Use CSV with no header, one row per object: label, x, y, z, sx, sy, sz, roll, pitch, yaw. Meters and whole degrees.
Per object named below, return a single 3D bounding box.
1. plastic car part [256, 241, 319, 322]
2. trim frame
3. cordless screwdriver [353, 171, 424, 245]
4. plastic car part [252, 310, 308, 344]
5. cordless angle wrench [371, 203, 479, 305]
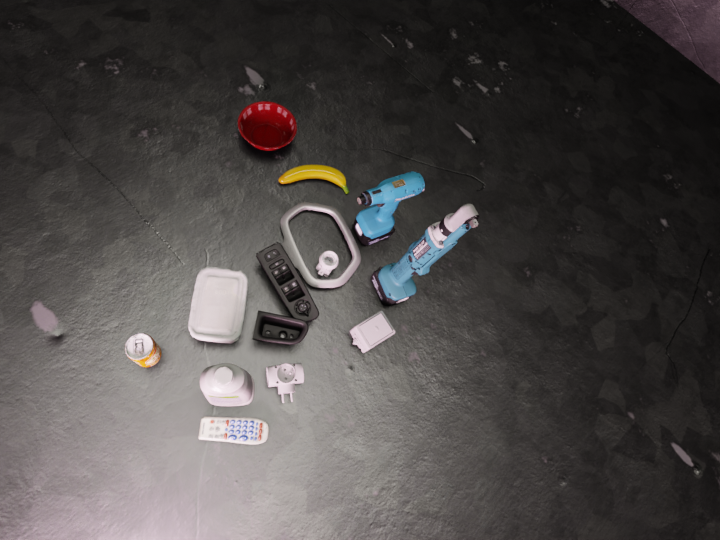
plastic car part,-0.172,0.037,0.996,0.065,0.066,0.208,-28,75,-23
trim frame,-0.106,-0.069,1.079,0.180,0.027,0.255,-21,72,-19
cordless screwdriver,0.039,-0.140,1.017,0.156,0.248,0.076,-20,76,-21
plastic car part,-0.180,0.138,0.948,0.115,0.070,0.067,11,66,-8
cordless angle wrench,0.128,-0.029,0.889,0.072,0.422,0.100,-16,75,-21
